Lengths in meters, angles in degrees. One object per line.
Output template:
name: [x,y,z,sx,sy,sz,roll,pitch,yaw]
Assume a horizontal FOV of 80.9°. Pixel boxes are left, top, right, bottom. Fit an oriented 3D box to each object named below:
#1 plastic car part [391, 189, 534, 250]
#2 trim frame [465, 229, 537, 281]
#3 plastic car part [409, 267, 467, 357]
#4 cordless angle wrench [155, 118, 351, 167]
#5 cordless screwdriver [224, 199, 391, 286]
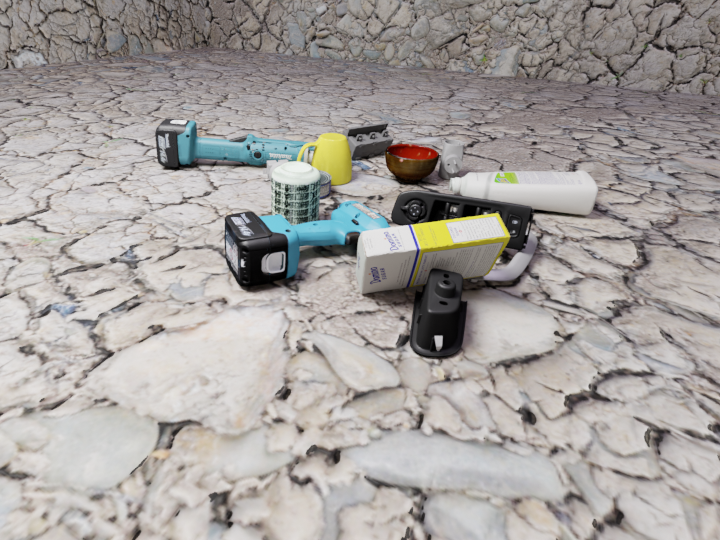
plastic car part: [0.152,-0.088,0.661,0.208,0.065,0.067,11,23,13]
trim frame: [0.174,-0.048,0.672,0.193,0.027,0.244,21,39,25]
plastic car part: [0.095,0.039,0.492,0.067,0.069,0.117,10,30,11]
cordless angle wrench: [-0.230,-0.269,0.947,0.418,0.096,0.077,3,32,-7]
cordless screwdriver: [-0.059,-0.039,0.602,0.240,0.072,0.168,-15,35,-31]
